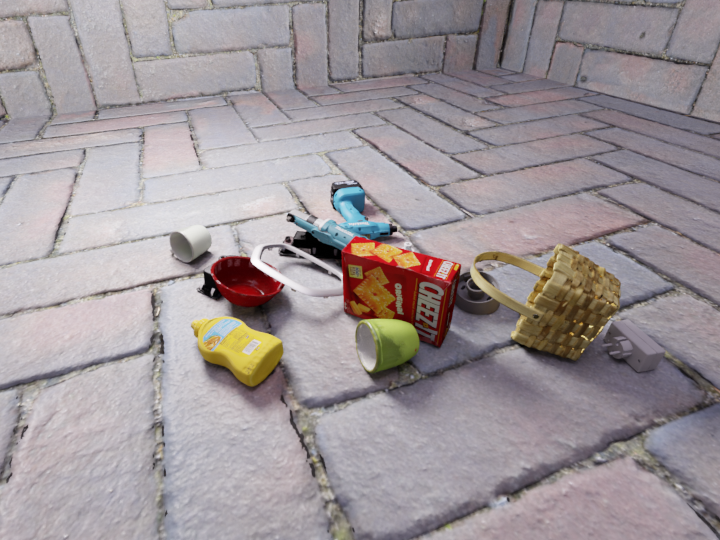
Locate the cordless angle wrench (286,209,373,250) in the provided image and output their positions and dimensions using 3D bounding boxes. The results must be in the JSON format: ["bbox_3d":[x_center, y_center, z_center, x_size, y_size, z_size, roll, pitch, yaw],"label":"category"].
[{"bbox_3d":[0.003,-0.050,0.977,0.441,0.072,0.096,28,45,23],"label":"cordless angle wrench"}]

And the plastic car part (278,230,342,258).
[{"bbox_3d":[-0.105,-0.069,1.076,0.206,0.065,0.067,9,29,9],"label":"plastic car part"}]

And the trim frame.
[{"bbox_3d":[-0.138,-0.003,0.966,0.258,0.027,0.180,25,27,20],"label":"trim frame"}]

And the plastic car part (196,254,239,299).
[{"bbox_3d":[-0.318,0.002,0.973,0.069,0.069,0.115,20,43,24],"label":"plastic car part"}]

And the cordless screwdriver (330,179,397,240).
[{"bbox_3d":[0.000,-0.168,1.201,0.158,0.072,0.259,-6,39,-8],"label":"cordless screwdriver"}]
